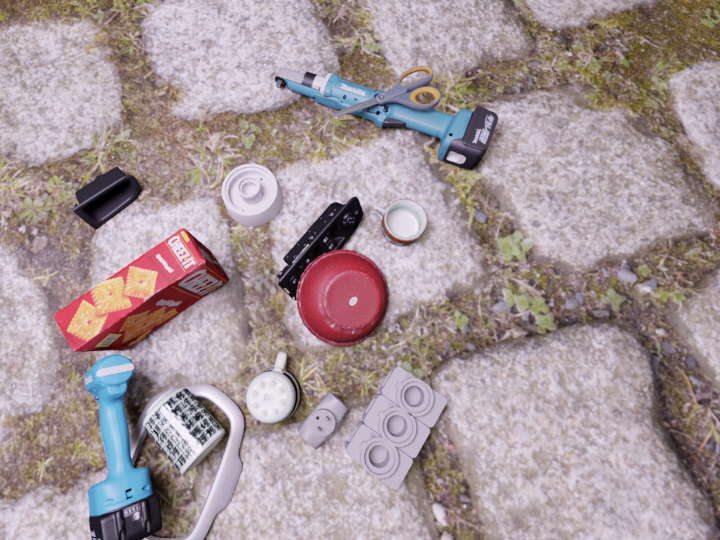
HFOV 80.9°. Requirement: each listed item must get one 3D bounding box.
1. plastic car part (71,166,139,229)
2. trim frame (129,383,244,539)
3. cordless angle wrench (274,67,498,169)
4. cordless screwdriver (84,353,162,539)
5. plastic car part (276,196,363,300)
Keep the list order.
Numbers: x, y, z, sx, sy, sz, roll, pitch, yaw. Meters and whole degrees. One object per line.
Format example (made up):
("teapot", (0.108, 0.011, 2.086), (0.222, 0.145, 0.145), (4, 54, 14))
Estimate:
("plastic car part", (-0.470, -0.144, 0.775), (0.116, 0.063, 0.074), (-43, 66, -14))
("trim frame", (-0.280, 0.303, 0.660), (0.187, 0.027, 0.250), (16, 74, 7))
("cordless angle wrench", (0.033, -0.310, 0.801), (0.431, 0.073, 0.098), (22, 76, 9))
("cordless screwdriver", (-0.362, 0.257, 0.617), (0.071, 0.163, 0.254), (-2, 70, -43))
("plastic car part", (-0.072, -0.047, 0.735), (0.202, 0.063, 0.071), (-48, 41, -9))
